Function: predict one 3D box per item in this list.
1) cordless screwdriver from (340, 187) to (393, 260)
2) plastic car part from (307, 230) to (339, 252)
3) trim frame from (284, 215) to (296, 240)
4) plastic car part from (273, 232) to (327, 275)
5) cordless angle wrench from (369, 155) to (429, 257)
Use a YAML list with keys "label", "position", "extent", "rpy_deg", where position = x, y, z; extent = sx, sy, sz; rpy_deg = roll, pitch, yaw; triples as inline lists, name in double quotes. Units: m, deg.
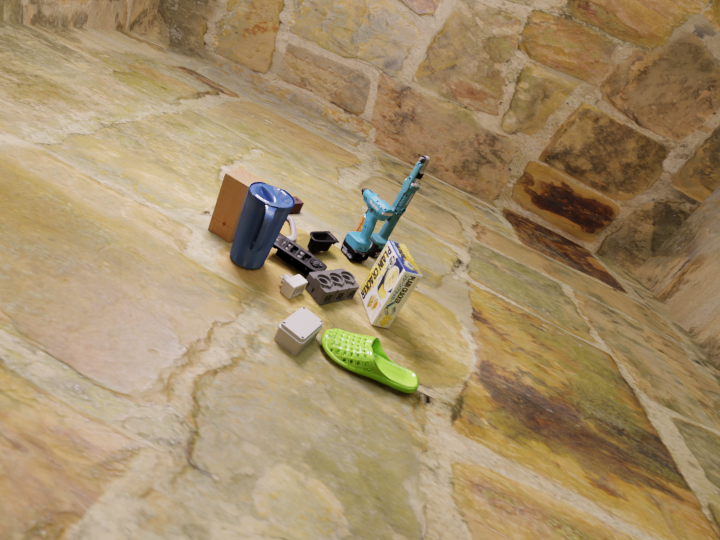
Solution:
- label: "cordless screwdriver"
  position: [0.009, -0.164, 1.521]
  extent: [0.071, 0.247, 0.168]
  rpy_deg: [2, 38, -40]
- label: "plastic car part"
  position: [-0.144, -0.094, 1.468]
  extent: [0.111, 0.070, 0.069]
  rpy_deg: [-7, 44, -46]
- label: "trim frame"
  position: [-0.315, -0.168, 1.499]
  extent: [0.178, 0.027, 0.259]
  rpy_deg: [14, 31, -20]
- label: "plastic car part"
  position: [-0.204, -0.040, 1.337]
  extent: [0.206, 0.066, 0.066]
  rpy_deg: [30, 29, 6]
- label: "cordless angle wrench"
  position: [0.140, -0.232, 1.557]
  extent: [0.093, 0.421, 0.078]
  rpy_deg: [-1, 40, -43]
